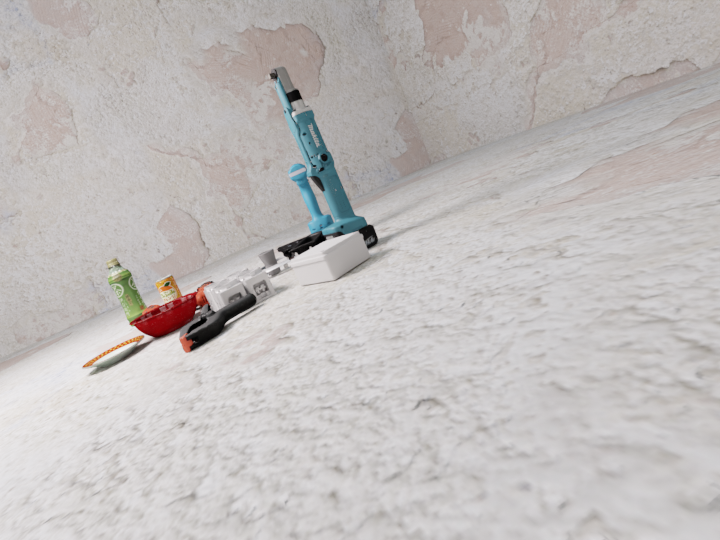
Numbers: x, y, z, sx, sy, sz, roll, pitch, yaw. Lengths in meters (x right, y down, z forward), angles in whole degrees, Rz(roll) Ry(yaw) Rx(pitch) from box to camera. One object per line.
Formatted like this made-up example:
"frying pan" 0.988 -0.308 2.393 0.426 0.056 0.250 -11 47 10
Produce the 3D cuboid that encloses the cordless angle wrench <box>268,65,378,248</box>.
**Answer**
"cordless angle wrench" -0.090 -0.232 0.903 0.096 0.418 0.077 -27 7 -27

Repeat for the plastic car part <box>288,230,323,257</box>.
"plastic car part" -0.102 -0.042 0.938 0.067 0.070 0.116 -21 11 17

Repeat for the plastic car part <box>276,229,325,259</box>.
"plastic car part" -0.105 -0.069 1.074 0.199 0.066 0.069 -29 10 -24

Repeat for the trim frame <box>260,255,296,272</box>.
"trim frame" -0.215 -0.025 1.190 0.187 0.027 0.248 -21 12 14

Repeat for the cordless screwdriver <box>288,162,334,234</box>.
"cordless screwdriver" -0.136 -0.187 1.214 0.074 0.246 0.161 -23 8 0
